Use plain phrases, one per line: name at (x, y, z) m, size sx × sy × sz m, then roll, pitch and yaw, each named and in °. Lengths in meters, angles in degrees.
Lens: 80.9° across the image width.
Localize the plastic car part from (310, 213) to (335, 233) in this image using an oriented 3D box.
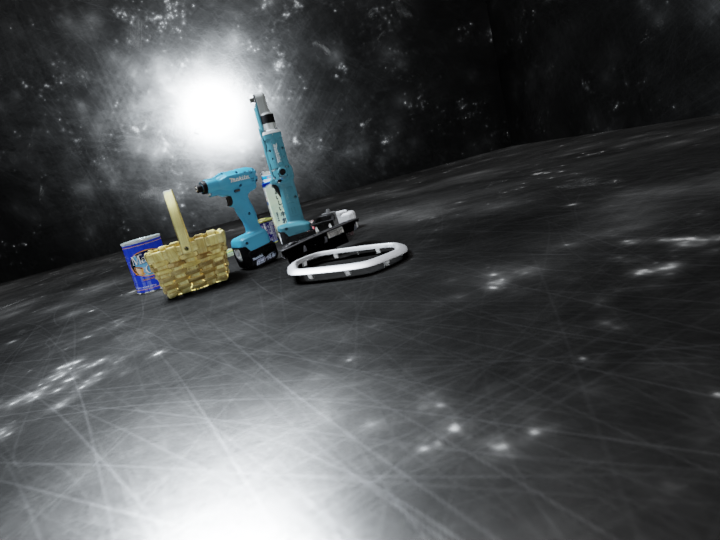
plastic car part at (-0.092, -0.111, 1.143) m, size 0.066 × 0.070 × 0.118 m, roll -14°, pitch 13°, yaw 3°

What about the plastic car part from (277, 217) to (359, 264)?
plastic car part at (-0.094, -0.062, 0.965) m, size 0.198 × 0.066 × 0.069 m, roll -21°, pitch 14°, yaw -23°

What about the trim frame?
trim frame at (-0.030, -0.021, 0.824) m, size 0.257 × 0.027 × 0.181 m, roll -8°, pitch 16°, yaw 25°

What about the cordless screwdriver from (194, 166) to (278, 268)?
cordless screwdriver at (-0.307, -0.124, 1.055) m, size 0.154 × 0.245 × 0.078 m, roll -23°, pitch 13°, yaw -37°

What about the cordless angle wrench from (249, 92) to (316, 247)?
cordless angle wrench at (-0.213, -0.260, 1.129) m, size 0.096 × 0.417 × 0.076 m, roll -16°, pitch 10°, yaw -12°
